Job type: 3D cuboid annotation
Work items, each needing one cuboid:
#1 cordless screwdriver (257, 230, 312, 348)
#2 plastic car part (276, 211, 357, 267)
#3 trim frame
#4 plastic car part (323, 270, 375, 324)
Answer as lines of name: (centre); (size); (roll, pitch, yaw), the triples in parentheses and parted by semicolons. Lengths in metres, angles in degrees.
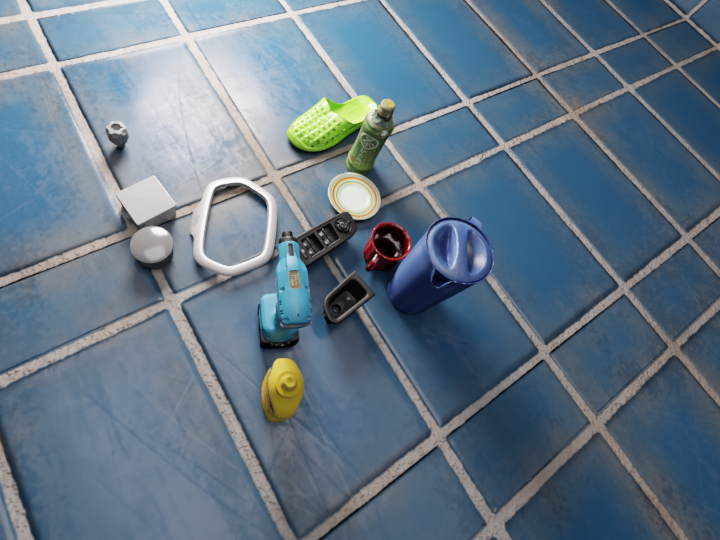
cordless screwdriver: (-0.139, 0.047, 0.760); (0.072, 0.248, 0.163); (-1, 68, -19)
plastic car part: (-0.090, -0.059, 0.925); (0.199, 0.067, 0.068); (-35, 80, -25)
trim frame: (-0.275, -0.101, 0.923); (0.181, 0.027, 0.254); (5, 64, -11)
plastic car part: (-0.038, 0.068, 0.874); (0.115, 0.071, 0.067); (-39, 82, -26)
